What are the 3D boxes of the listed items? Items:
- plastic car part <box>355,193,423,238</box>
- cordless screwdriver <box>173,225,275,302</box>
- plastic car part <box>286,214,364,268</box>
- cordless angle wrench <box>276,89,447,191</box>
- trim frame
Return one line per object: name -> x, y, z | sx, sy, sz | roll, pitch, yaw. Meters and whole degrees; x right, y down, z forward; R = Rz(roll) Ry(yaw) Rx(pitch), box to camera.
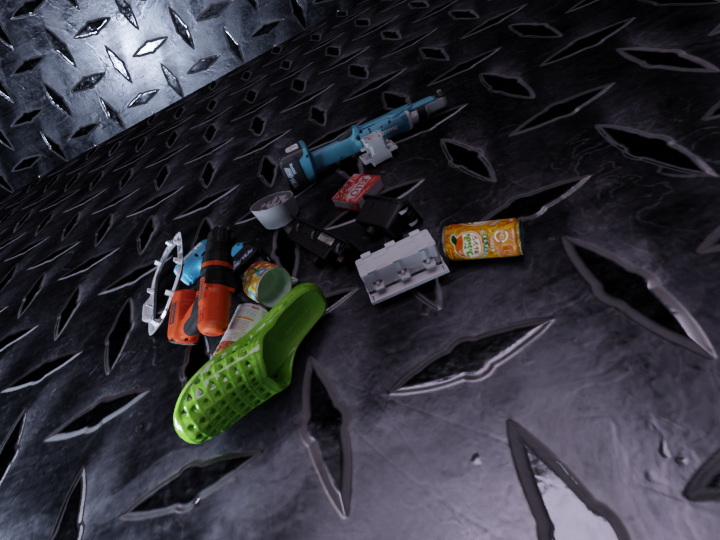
plastic car part -> 0.039, -0.091, 0.757 | 0.123, 0.062, 0.071 | 16, 71, 46
cordless screwdriver -> -0.267, -0.026, 0.866 | 0.262, 0.071, 0.158 | 10, 53, 43
plastic car part -> -0.077, -0.050, 0.785 | 0.215, 0.062, 0.067 | 35, 96, 48
cordless angle wrench -> 0.009, -0.318, 1.001 | 0.423, 0.093, 0.078 | -24, 38, 1
trim frame -> -0.415, 0.022, 0.888 | 0.184, 0.026, 0.261 | -56, 37, 18
